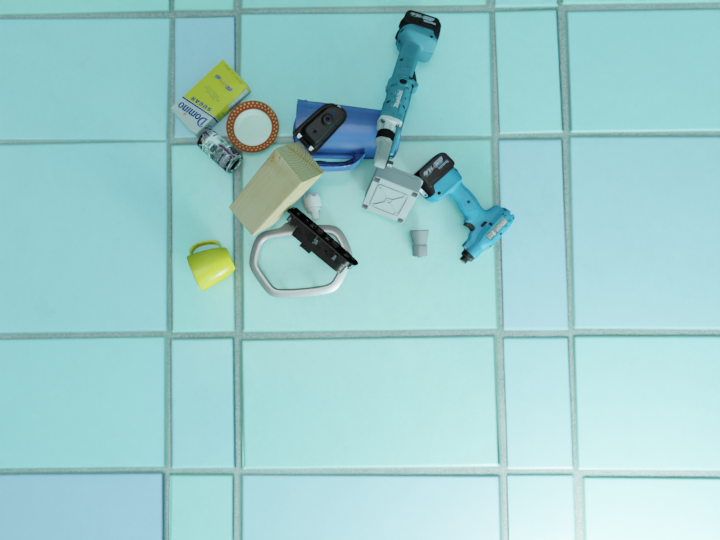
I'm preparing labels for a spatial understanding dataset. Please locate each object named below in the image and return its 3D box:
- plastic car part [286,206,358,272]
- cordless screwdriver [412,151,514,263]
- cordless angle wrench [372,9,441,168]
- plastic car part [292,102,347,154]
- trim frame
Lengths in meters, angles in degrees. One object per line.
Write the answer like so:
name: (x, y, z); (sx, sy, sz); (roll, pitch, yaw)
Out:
plastic car part: (-0.096, -0.063, 0.978); (0.204, 0.066, 0.067); (36, 98, 2)
cordless screwdriver: (0.222, -0.146, 0.994); (0.248, 0.075, 0.159); (43, 89, -2)
cordless angle wrench: (0.089, -0.398, 0.931); (0.098, 0.073, 0.428); (17, 67, -1)
plastic car part: (-0.078, -0.306, 0.881); (0.117, 0.072, 0.064); (-43, 104, 4)
trim frame: (-0.144, -0.028, 1.018); (0.249, 0.027, 0.184); (-6, 88, 2)
